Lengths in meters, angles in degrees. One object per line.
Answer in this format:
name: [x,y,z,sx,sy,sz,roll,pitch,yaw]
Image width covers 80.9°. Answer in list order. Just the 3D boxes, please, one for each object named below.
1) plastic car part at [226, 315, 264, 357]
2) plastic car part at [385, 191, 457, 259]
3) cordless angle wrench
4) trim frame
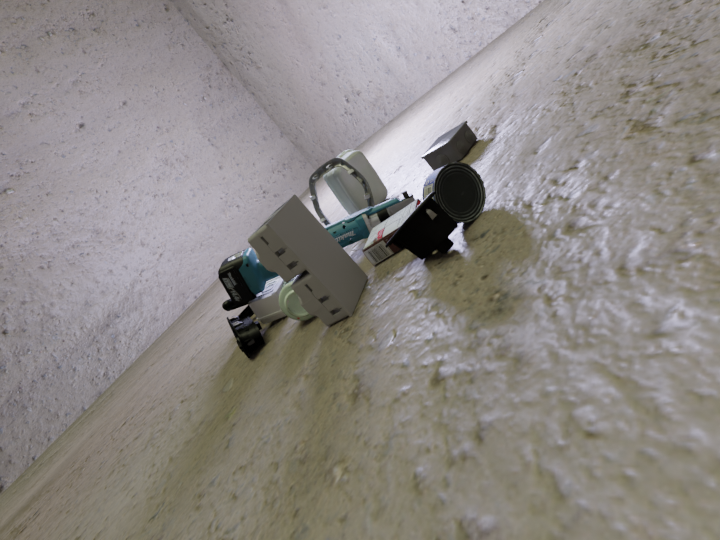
plastic car part: [-0.240,0.134,0.893,0.066,0.066,0.208,-18,9,-16]
plastic car part: [0.091,-0.051,0.577,0.065,0.071,0.117,-47,0,-17]
cordless angle wrench: [-0.085,-0.056,0.869,0.426,0.095,0.076,-23,19,7]
trim frame: [-0.053,-0.172,1.028,0.027,0.182,0.257,-32,8,-34]
